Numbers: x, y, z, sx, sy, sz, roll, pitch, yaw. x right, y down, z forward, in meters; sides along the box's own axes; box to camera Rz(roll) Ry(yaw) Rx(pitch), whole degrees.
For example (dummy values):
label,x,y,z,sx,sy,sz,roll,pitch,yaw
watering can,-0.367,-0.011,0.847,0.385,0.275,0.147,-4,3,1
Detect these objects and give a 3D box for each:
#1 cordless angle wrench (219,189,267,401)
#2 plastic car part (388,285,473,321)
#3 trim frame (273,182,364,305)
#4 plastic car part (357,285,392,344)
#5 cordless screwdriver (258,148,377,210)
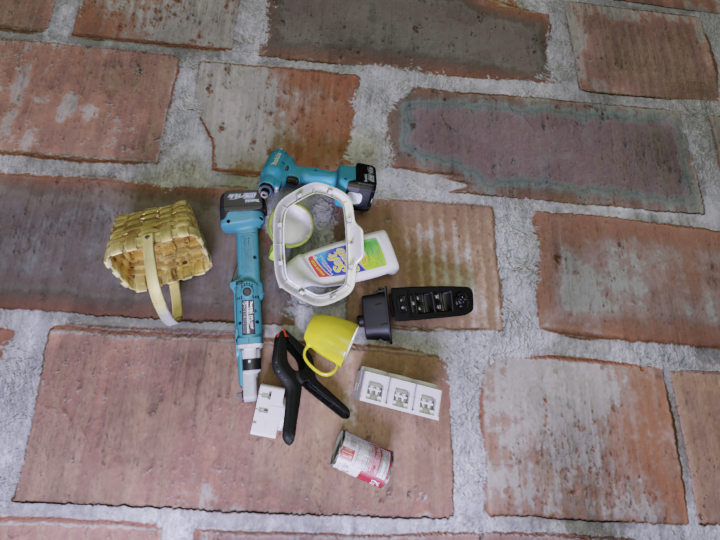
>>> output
label,x,y,z,sx,sy,sz,roll,pitch,yaw
cordless angle wrench,-0.232,0.045,0.867,0.097,0.074,0.430,-4,76,-7
plastic car part,0.144,0.071,0.878,0.197,0.067,0.068,-3,70,-18
trim frame,-0.083,-0.054,0.845,0.179,0.028,0.250,-1,84,-16
plastic car part,0.028,0.095,0.882,0.072,0.064,0.118,-3,77,8
cordless screwdriver,-0.093,-0.186,0.915,0.249,0.073,0.163,11,42,-1
